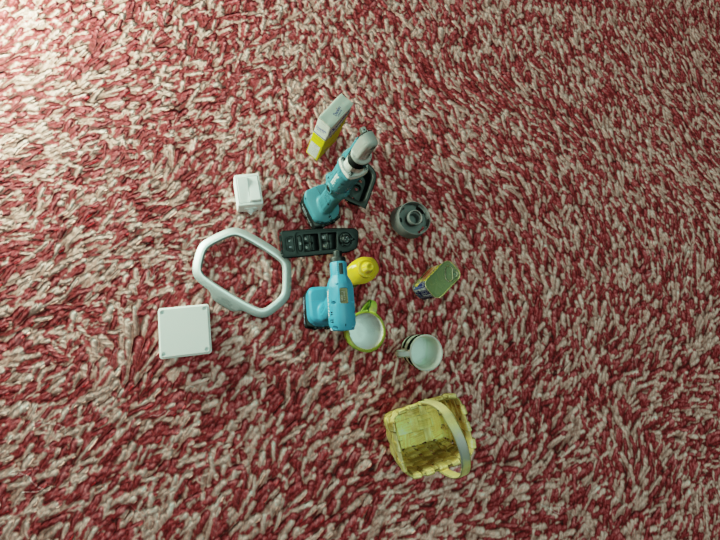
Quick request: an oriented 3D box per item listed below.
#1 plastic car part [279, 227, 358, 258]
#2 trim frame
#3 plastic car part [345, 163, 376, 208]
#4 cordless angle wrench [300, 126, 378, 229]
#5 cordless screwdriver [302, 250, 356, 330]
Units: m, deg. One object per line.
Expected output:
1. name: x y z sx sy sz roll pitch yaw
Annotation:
1. plastic car part: -0.103 -0.067 1.049 0.199 0.068 0.067 -6 81 -15
2. trim frame: -0.280 0.005 1.013 0.246 0.028 0.184 31 73 -5
3. plastic car part: -0.005 -0.216 1.104 0.065 0.072 0.117 24 74 -10
4. cordless angle wrench: -0.047 -0.185 0.901 0.073 0.428 0.098 -24 89 -20
5. cordless screwdriver: -0.071 0.055 0.932 0.072 0.252 0.161 -1 80 -18
